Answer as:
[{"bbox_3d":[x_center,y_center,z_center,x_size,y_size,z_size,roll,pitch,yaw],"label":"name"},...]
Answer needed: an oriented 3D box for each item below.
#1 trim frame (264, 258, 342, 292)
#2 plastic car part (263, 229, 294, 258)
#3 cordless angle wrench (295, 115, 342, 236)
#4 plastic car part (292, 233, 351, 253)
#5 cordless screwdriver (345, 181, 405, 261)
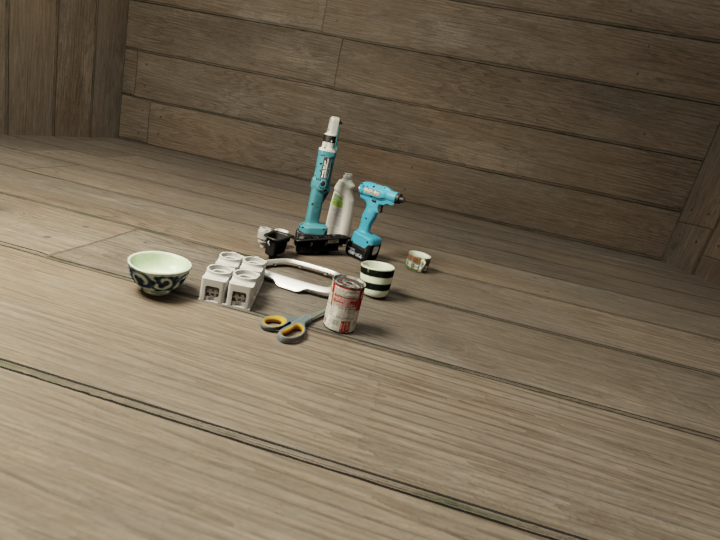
[{"bbox_3d":[-0.149,0.013,1.076,0.256,0.027,0.181,16,17,14],"label":"trim frame"},{"bbox_3d":[-0.244,-0.071,1.208,0.067,0.070,0.116,15,17,8],"label":"plastic car part"},{"bbox_3d":[-0.128,-0.284,1.372,0.095,0.418,0.078,7,16,-22],"label":"cordless angle wrench"},{"bbox_3d":[-0.131,-0.086,1.337,0.194,0.066,0.070,-1,21,-36],"label":"plastic car part"},{"bbox_3d":[0.047,-0.149,1.352,0.168,0.246,0.071,24,18,35],"label":"cordless screwdriver"}]
